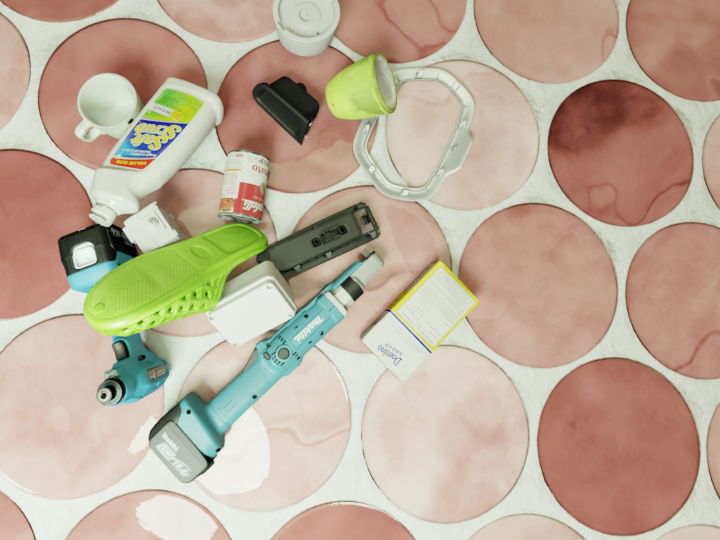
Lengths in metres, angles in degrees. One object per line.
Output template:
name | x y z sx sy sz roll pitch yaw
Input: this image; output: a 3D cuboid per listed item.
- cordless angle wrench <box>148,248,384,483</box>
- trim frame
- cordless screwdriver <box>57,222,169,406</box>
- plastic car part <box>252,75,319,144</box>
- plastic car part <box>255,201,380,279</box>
cordless angle wrench | -0.119 0.122 0.636 0.421 0.075 0.098 -43 90 -10
trim frame | 0.096 -0.236 0.716 0.183 0.027 0.249 27 80 -2
cordless screwdriver | -0.343 0.058 0.581 0.074 0.159 0.251 -21 85 -6
plastic car part | -0.113 -0.277 0.694 0.118 0.066 0.070 46 66 4
plastic car part | -0.065 -0.043 0.665 0.202 0.068 0.066 -25 95 -4
